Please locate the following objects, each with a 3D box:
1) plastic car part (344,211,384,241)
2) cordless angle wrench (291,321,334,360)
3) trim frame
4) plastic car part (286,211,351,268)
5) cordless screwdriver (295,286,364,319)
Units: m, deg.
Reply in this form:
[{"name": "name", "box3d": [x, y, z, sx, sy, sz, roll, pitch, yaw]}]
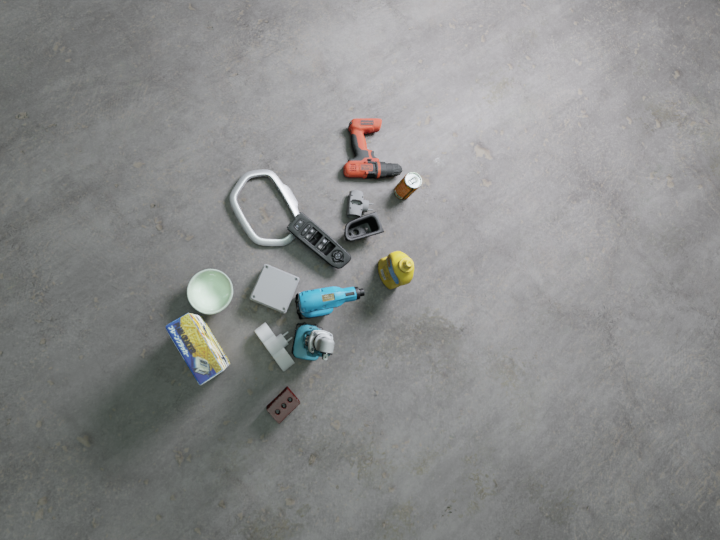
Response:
[{"name": "plastic car part", "box3d": [-0.002, -0.120, 1.252, 0.115, 0.071, 0.067, -20, 84, -12]}, {"name": "cordless angle wrench", "box3d": [-0.108, 0.170, 0.995, 0.073, 0.425, 0.099, 11, 79, -11]}, {"name": "trim frame", "box3d": [-0.276, -0.185, 1.251, 0.182, 0.027, 0.251, -31, 84, -13]}, {"name": "plastic car part", "box3d": [-0.120, -0.079, 1.229, 0.203, 0.067, 0.066, 39, 76, 1]}, {"name": "cordless screwdriver", "box3d": [-0.090, 0.078, 1.107, 0.157, 0.250, 0.075, -9, 84, -13]}]
